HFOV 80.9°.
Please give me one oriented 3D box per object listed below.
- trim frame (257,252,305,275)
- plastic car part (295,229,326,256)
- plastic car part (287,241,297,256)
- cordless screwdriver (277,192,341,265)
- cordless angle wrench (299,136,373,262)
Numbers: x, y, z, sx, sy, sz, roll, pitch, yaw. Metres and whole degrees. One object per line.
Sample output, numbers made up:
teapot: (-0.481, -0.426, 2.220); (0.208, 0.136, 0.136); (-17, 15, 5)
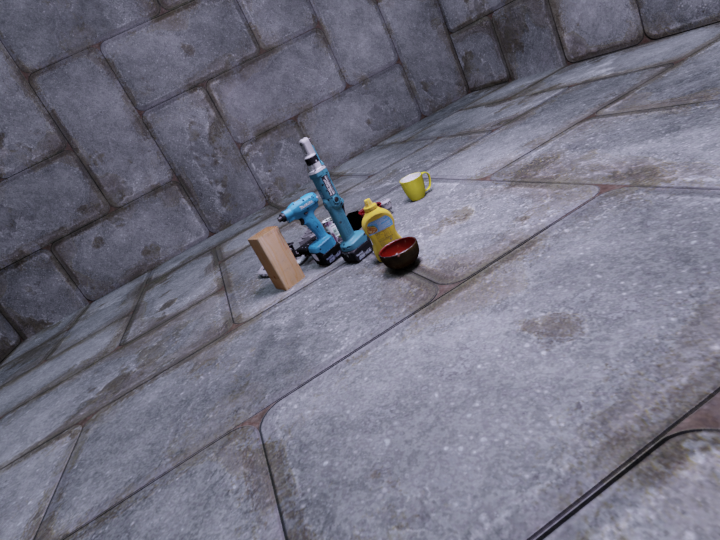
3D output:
trim frame: (-0.310, -0.033, 1.699); (0.259, 0.027, 0.182); (-6, 30, 43)
plastic car part: (-0.159, -0.104, 1.628); (0.069, 0.065, 0.200); (-10, 27, 41)
plastic car part: (-0.302, -0.069, 1.714); (0.122, 0.069, 0.065); (-3, 30, 48)
cordless screwdriver: (-0.173, -0.127, 1.454); (0.157, 0.242, 0.078); (-36, 19, -25)
cordless angle wrench: (-0.089, -0.222, 1.339); (0.096, 0.411, 0.078); (-37, 19, -30)
